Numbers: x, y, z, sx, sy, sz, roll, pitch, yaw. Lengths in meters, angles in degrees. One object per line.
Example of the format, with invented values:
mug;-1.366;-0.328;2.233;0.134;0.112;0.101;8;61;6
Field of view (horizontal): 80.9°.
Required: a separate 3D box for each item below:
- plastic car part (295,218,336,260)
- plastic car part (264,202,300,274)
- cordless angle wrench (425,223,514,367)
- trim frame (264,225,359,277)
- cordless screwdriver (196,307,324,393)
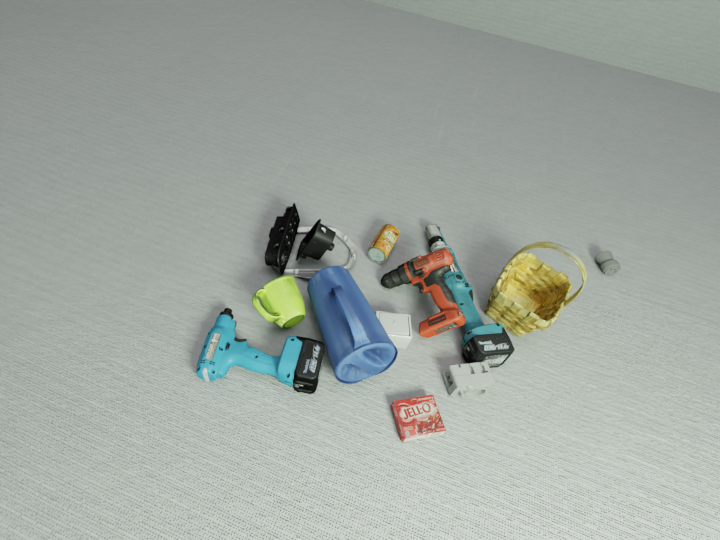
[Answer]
plastic car part;-0.102;-0.067;1.041;0.068;0.118;0.067;28;46;-20
plastic car part;-0.199;-0.082;1.063;0.067;0.064;0.208;1;49;2
cordless angle wrench;0.240;0.034;1.057;0.096;0.073;0.441;-3;48;-14
trim frame;-0.125;-0.050;1.099;0.244;0.027;0.191;-1;51;-12
cordless screwdriver;-0.199;0.161;0.877;0.250;0.072;0.163;7;49;2
